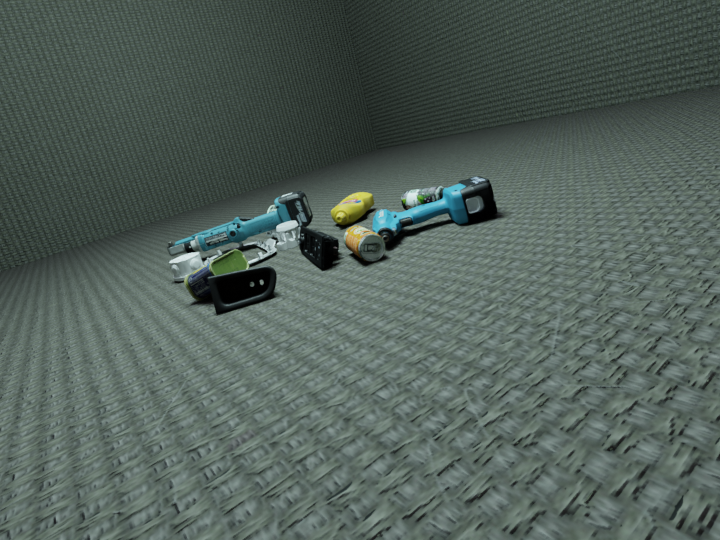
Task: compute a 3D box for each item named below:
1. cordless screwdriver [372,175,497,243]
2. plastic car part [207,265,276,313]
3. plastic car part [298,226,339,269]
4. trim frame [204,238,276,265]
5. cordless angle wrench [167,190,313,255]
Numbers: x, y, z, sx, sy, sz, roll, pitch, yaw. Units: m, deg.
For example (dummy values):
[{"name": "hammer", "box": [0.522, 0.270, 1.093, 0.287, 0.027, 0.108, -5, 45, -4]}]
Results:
[{"name": "cordless screwdriver", "box": [0.146, -0.116, 0.868, 0.253, 0.072, 0.161, -16, 18, 11]}, {"name": "plastic car part", "box": [-0.207, 0.029, 0.763, 0.115, 0.066, 0.072, -14, 2, -8]}, {"name": "plastic car part", "box": [-0.088, -0.058, 0.901, 0.065, 0.065, 0.212, -11, 15, -22]}, {"name": "trim frame", "box": [-0.309, -0.043, 1.091, 0.180, 0.027, 0.259, -22, 18, -21]}, {"name": "cordless angle wrench", "box": [-0.342, -0.110, 1.162, 0.429, 0.096, 0.075, -16, 15, 11]}]
